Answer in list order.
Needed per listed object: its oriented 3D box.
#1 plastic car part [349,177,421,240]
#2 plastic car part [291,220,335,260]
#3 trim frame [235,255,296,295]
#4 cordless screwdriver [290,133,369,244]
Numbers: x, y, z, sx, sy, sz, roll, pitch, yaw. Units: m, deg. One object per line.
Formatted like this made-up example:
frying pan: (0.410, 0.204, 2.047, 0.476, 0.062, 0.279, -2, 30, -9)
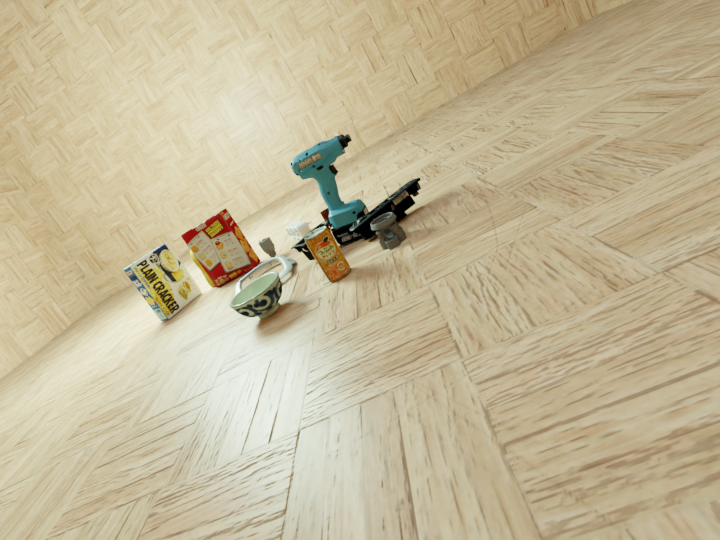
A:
plastic car part: (0.062, -0.136, 0.984, 0.201, 0.065, 0.068, -35, 17, -11)
plastic car part: (-0.103, -0.068, 1.057, 0.115, 0.069, 0.069, -42, 19, -31)
trim frame: (-0.260, 0.016, 1.151, 0.183, 0.027, 0.257, -34, 19, -8)
cordless screwdriver: (-0.045, -0.196, 1.022, 0.163, 0.243, 0.074, -24, 15, 24)
